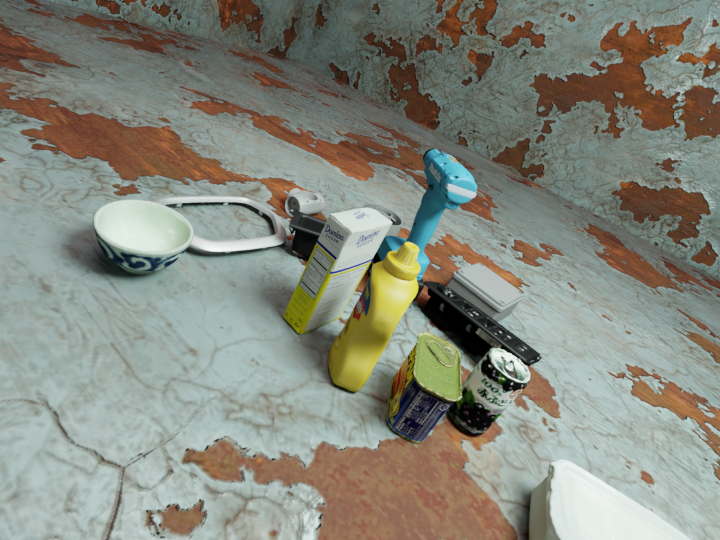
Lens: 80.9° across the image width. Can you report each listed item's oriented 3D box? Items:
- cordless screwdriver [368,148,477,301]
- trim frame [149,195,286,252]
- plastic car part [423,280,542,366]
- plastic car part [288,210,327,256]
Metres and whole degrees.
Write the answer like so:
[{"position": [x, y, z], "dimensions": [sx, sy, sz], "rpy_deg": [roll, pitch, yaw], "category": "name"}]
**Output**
[{"position": [0.094, -0.081, 0.719], "dimensions": [0.072, 0.247, 0.165], "rpy_deg": [16, 30, -19], "category": "cordless screwdriver"}, {"position": [-0.235, -0.086, 0.722], "dimensions": [0.193, 0.027, 0.238], "rpy_deg": [40, 33, 28], "category": "trim frame"}, {"position": [0.179, 0.090, 0.681], "dimensions": [0.063, 0.066, 0.214], "rpy_deg": [-6, 40, -44], "category": "plastic car part"}, {"position": [-0.071, -0.047, 0.727], "dimensions": [0.116, 0.070, 0.067], "rpy_deg": [22, 28, -4], "category": "plastic car part"}]
